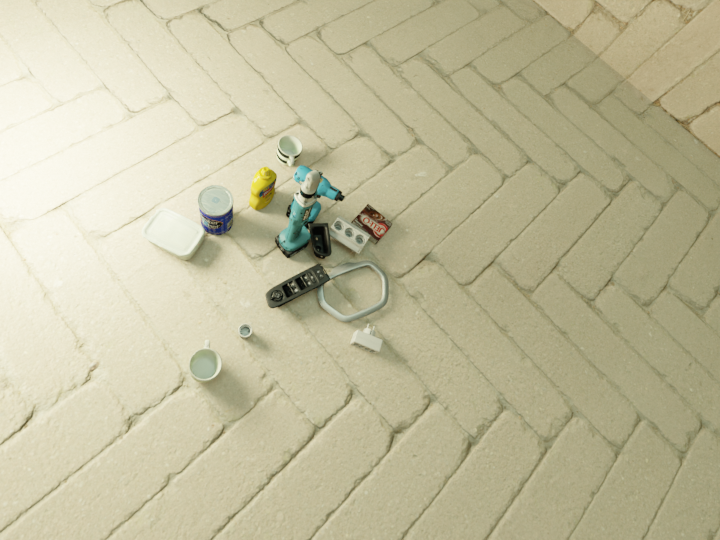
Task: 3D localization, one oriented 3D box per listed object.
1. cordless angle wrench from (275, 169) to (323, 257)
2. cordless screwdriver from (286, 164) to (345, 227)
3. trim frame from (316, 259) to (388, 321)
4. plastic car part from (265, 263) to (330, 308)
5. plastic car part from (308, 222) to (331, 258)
[{"bbox_3d":[-0.168,-0.155,1.182,0.096,0.422,0.076,-33,82,-24],"label":"cordless angle wrench"},{"bbox_3d":[-0.144,-0.213,1.308,0.159,0.248,0.074,32,65,-1],"label":"cordless screwdriver"},{"bbox_3d":[-0.021,0.059,1.337,0.243,0.027,0.189,-22,73,-20],"label":"trim frame"},{"bbox_3d":[-0.196,0.053,1.282,0.199,0.067,0.068,-27,77,-21],"label":"plastic car part"},{"bbox_3d":[-0.132,-0.087,1.353,0.064,0.071,0.119,-4,69,-16],"label":"plastic car part"}]
